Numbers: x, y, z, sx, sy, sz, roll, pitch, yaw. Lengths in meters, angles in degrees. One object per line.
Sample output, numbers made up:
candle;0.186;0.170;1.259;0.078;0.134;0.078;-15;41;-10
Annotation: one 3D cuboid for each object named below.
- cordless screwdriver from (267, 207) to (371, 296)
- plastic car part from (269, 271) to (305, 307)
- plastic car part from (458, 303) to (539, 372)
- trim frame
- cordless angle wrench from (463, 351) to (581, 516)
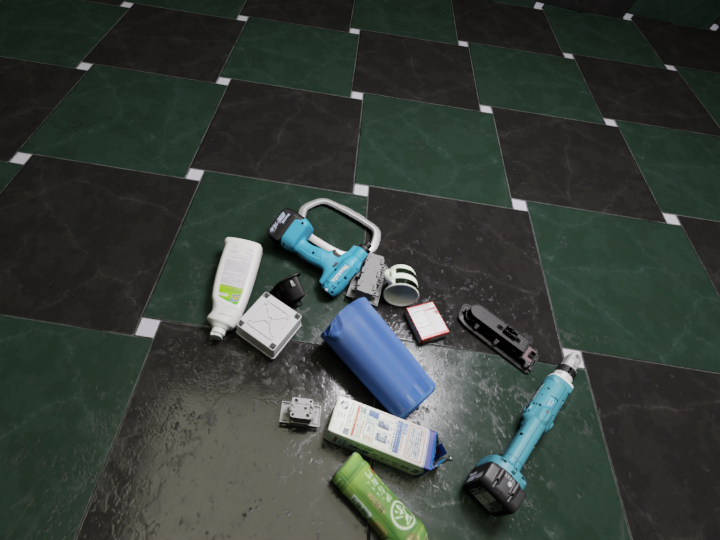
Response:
cordless screwdriver;-0.105;-0.068;1.069;0.258;0.072;0.159;39;86;18
plastic car part;-0.162;0.054;0.988;0.064;0.118;0.071;-24;87;-25
plastic car part;0.327;0.149;1.002;0.211;0.065;0.065;36;64;21
trim frame;-0.063;-0.118;1.167;0.257;0.027;0.182;29;54;18
cordless angle wrench;0.365;0.305;0.874;0.077;0.096;0.415;42;56;15
